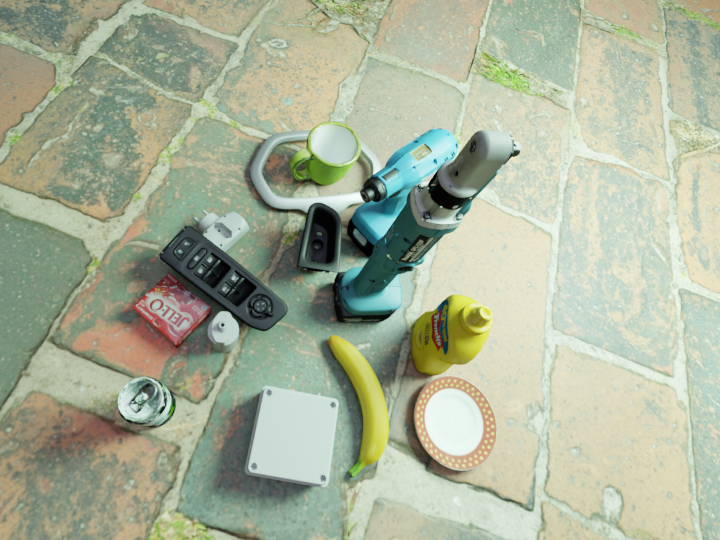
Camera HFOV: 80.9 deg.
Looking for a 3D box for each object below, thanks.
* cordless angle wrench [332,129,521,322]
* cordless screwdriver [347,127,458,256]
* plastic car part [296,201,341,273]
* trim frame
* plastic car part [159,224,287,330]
[{"bbox_3d":[0.051,-0.026,0.516,0.096,0.421,0.076,2,68,-15],"label":"cordless angle wrench"},{"bbox_3d":[0.037,-0.098,0.644,0.157,0.247,0.076,-36,81,-25],"label":"cordless screwdriver"},{"bbox_3d":[-0.068,-0.045,0.698,0.065,0.070,0.119,9,64,-9],"label":"plastic car part"},{"bbox_3d":[-0.080,-0.186,0.786,0.243,0.027,0.190,-7,67,-14],"label":"trim frame"},{"bbox_3d":[-0.205,0.022,0.643,0.206,0.066,0.066,35,64,6],"label":"plastic car part"}]
